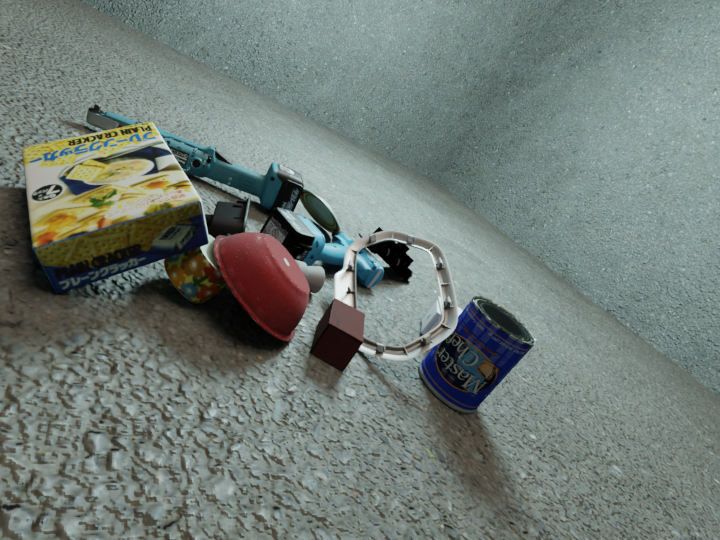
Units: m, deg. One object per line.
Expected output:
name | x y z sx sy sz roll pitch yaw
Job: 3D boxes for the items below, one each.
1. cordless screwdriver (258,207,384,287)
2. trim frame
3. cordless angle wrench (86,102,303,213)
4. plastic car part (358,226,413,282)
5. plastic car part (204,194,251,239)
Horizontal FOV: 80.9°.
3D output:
cordless screwdriver | -0.078 -0.051 0.794 0.235 0.074 0.168 16 24 -45
trim frame | 0.051 0.025 0.663 0.187 0.026 0.256 -6 51 8
cordless angle wrench | -0.321 -0.220 0.840 0.410 0.097 0.077 20 23 -17
plastic car part | 0.066 -0.038 0.903 0.192 0.067 0.070 30 23 -53
plastic car part | -0.219 -0.078 0.689 0.070 0.065 0.120 11 28 -12
